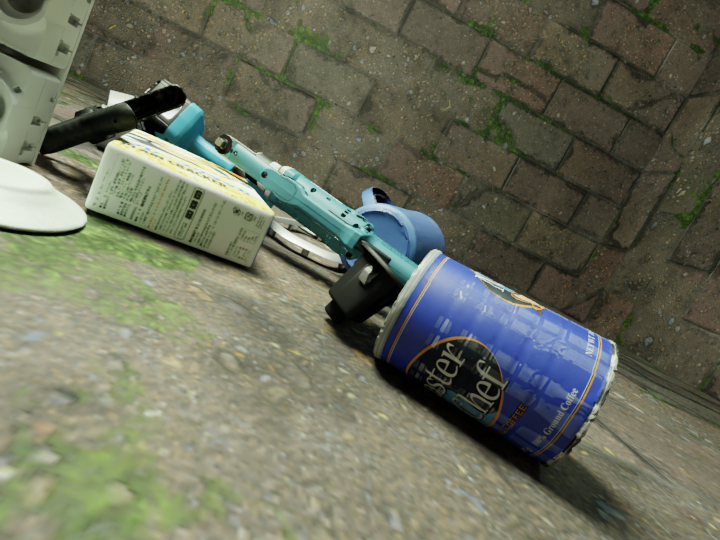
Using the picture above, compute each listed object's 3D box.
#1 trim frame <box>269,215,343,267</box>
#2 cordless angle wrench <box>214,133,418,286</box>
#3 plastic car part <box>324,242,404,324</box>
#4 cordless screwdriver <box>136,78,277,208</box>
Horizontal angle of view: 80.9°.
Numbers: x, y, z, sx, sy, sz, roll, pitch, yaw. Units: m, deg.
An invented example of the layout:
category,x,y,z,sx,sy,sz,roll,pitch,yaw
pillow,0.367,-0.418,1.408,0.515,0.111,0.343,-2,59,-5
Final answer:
category,x,y,z,sx,sy,sz,roll,pitch,yaw
trim frame,-0.070,-0.046,0.715,0.190,0.027,0.241,28,8,16
cordless angle wrench,-0.015,-0.045,0.508,0.435,0.074,0.095,37,7,14
plastic car part,0.000,0.021,0.393,0.068,0.071,0.113,49,3,11
cordless screwdriver,-0.225,-0.183,0.644,0.244,0.074,0.163,40,-18,-12
